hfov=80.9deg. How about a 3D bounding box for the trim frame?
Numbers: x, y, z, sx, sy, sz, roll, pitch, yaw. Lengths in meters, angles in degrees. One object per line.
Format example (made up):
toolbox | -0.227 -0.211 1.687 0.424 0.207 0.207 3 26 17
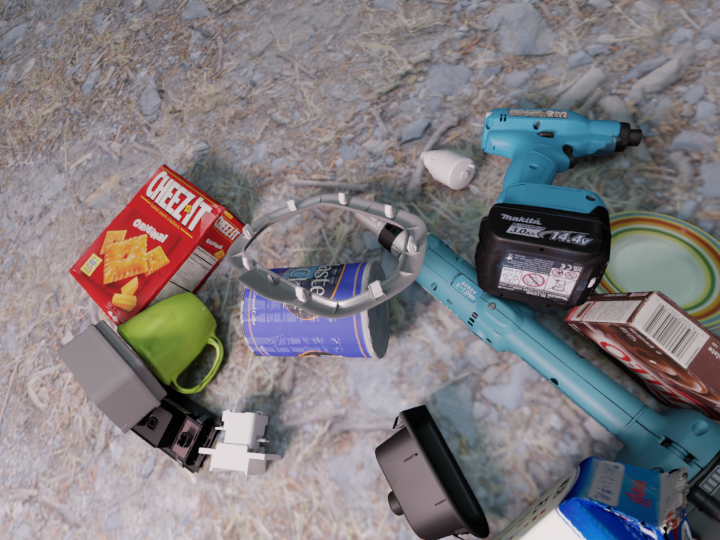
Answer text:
trim frame | -0.045 -0.029 0.459 0.263 0.026 0.182 25 56 41

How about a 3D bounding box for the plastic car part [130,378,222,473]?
plastic car part | -0.274 0.173 0.527 0.213 0.064 0.066 19 83 29

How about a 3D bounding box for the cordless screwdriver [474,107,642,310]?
cordless screwdriver | 0.198 -0.081 0.414 0.164 0.071 0.251 7 49 15

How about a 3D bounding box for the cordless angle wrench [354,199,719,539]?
cordless angle wrench | 0.134 0.046 0.409 0.074 0.093 0.446 -47 57 0

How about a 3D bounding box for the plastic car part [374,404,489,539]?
plastic car part | 0.055 0.196 0.394 0.072 0.062 0.121 -36 63 20
